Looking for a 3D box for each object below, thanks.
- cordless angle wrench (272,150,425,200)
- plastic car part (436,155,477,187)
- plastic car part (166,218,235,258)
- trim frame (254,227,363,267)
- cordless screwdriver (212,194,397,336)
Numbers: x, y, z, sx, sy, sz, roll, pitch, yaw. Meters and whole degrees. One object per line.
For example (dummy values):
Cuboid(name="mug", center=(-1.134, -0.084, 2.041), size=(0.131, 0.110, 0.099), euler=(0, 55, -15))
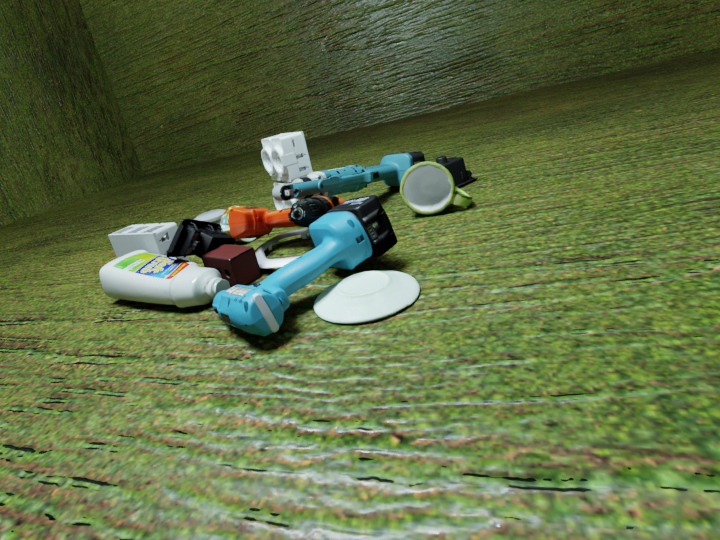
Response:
Cuboid(name="cordless angle wrench", center=(-0.014, -0.189, 0.869), size=(0.103, 0.073, 0.409), euler=(7, 21, 41))
Cuboid(name="plastic car part", center=(0.180, -0.206, 0.889), size=(0.113, 0.069, 0.069), euler=(-24, 22, -31))
Cuboid(name="plastic car part", center=(-0.267, -0.051, 0.746), size=(0.067, 0.066, 0.204), euler=(17, 3, -5))
Cuboid(name="trim frame", center=(-0.071, -0.046, 0.724), size=(0.255, 0.027, 0.185), euler=(-9, 24, 16))
Cuboid(name="cordless screwdriver", center=(-0.080, -0.009, 0.565), size=(0.244, 0.072, 0.166), euler=(-38, 21, -28))
